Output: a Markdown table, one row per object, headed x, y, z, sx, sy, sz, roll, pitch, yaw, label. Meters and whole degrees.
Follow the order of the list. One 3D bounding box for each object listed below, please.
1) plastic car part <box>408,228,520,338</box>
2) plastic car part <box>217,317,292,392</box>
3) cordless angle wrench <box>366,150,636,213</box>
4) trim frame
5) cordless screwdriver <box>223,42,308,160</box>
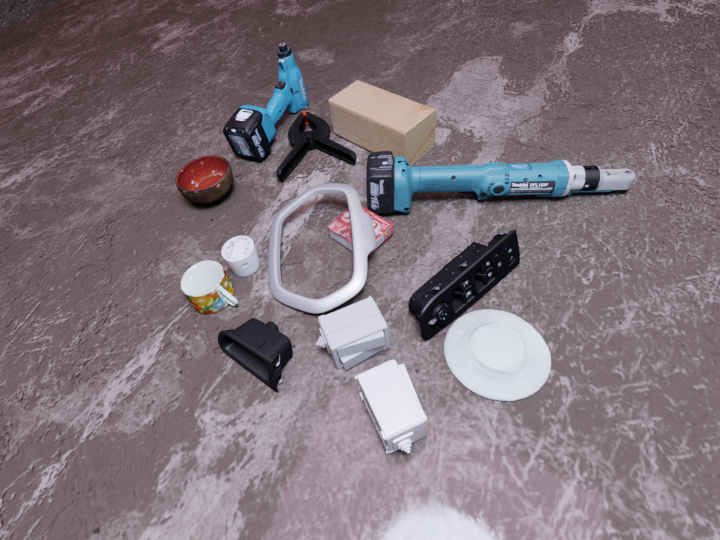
| x | y | z | sx | sy | sz | roll | pitch | yaw | label |
| --- | --- | --- | --- | --- | --- | --- | --- | --- | --- |
| 0.143 | 0.013 | 0.606 | 0.201 | 0.063 | 0.071 | -41 | 46 | -20 | plastic car part |
| -0.142 | 0.104 | 0.601 | 0.123 | 0.064 | 0.069 | 27 | 45 | 32 | plastic car part |
| 0.224 | -0.150 | 0.705 | 0.429 | 0.094 | 0.076 | 1 | 48 | 8 | cordless angle wrench |
| -0.068 | -0.044 | 0.694 | 0.188 | 0.026 | 0.257 | -16 | 55 | 16 | trim frame |
| -0.202 | -0.370 | 0.929 | 0.077 | 0.152 | 0.249 | 17 | 59 | 21 | cordless screwdriver |
